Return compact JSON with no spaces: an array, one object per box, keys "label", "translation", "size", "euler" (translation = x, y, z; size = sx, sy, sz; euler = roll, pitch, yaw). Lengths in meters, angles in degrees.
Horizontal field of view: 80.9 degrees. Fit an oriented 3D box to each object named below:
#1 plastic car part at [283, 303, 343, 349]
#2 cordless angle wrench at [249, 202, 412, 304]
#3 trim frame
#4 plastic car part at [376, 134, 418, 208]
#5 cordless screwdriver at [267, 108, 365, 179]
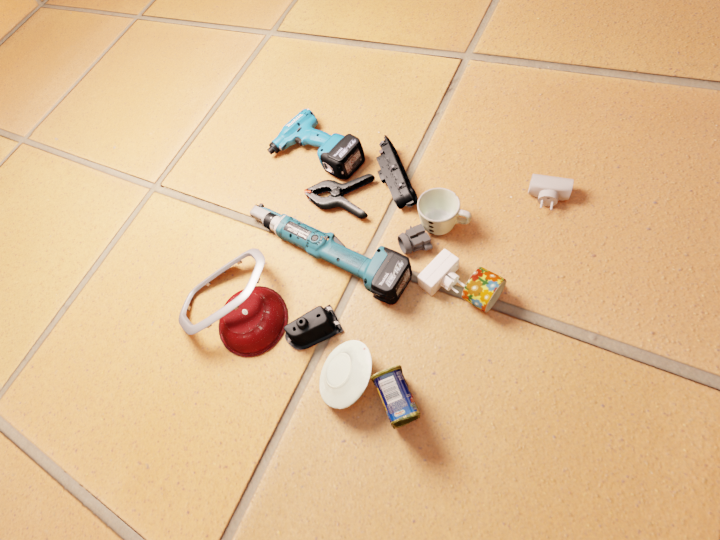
[{"label":"plastic car part","translation":[-0.104,0.112,0.855],"size":[0.116,0.068,0.069],"euler":[-27,60,-4]},{"label":"cordless angle wrench","translation":[-0.092,-0.060,0.945],"size":[0.444,0.071,0.098],"euler":[26,72,27]},{"label":"trim frame","translation":[-0.305,0.043,0.927],"size":[0.251,0.026,0.192],"euler":[-35,39,12]},{"label":"plastic car part","translation":[0.080,-0.221,0.986],"size":[0.068,0.063,0.211],"euler":[-27,59,9]},{"label":"cordless screwdriver","translation":[-0.119,-0.314,1.083],"size":[0.158,0.071,0.262],"euler":[-45,58,-10]}]
